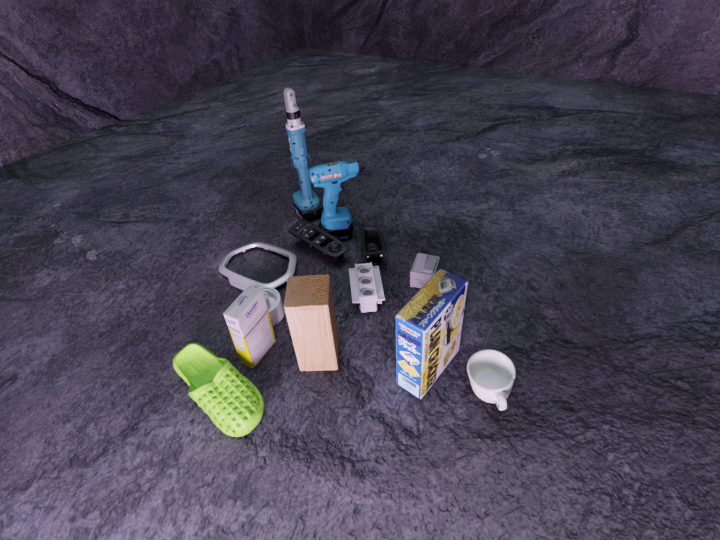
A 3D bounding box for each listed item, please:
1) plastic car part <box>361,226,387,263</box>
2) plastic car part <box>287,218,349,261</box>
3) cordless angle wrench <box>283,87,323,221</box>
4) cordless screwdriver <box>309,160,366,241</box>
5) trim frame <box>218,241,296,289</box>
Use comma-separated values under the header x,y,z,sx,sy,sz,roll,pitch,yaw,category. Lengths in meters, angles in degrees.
x,y,z,sx,sy,sz,roll,pitch,yaw,category
0.036,-0.064,1.192,0.066,0.068,0.120,-6,40,1,plastic car part
-0.121,-0.079,1.241,0.214,0.064,0.065,28,51,35,plastic car part
-0.185,-0.344,1.295,0.073,0.407,0.103,-21,42,-19,cordless angle wrench
-0.057,-0.205,1.241,0.158,0.240,0.078,-11,40,-6,cordless screwdriver
-0.298,-0.014,1.225,0.261,0.026,0.182,18,47,28,trim frame
